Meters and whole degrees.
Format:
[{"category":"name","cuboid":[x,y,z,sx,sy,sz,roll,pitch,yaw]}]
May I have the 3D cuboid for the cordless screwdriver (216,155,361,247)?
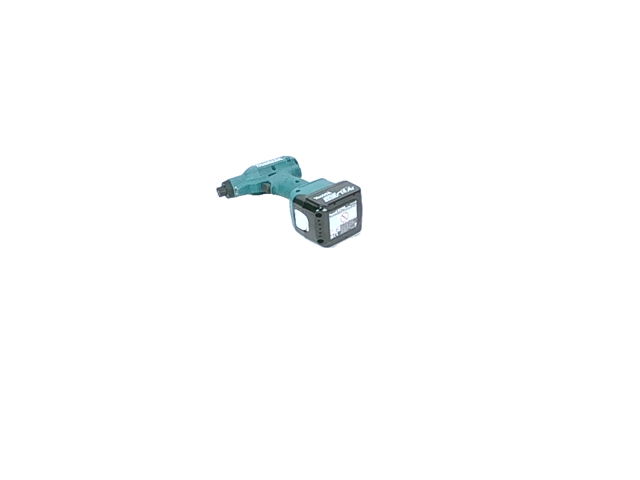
[{"category":"cordless screwdriver","cuboid":[-0.056,-0.070,0.701,0.158,0.074,0.250,-24,37,-26]}]
